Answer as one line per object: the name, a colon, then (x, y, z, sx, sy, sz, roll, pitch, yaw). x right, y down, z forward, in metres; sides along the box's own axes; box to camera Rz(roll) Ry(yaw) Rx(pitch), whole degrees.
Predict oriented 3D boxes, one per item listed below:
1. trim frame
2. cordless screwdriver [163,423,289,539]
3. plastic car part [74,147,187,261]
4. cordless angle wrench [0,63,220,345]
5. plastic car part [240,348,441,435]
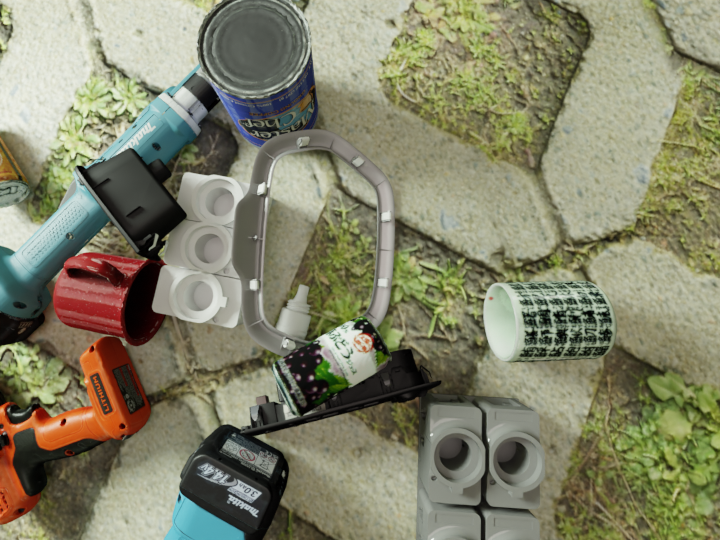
trim frame: (-0.044, -0.028, 0.445, 0.178, 0.028, 0.249, 6, 86, -20)
cordless screwdriver: (-0.150, 0.297, 0.416, 0.161, 0.074, 0.248, 31, 92, 4)
plastic car part: (-0.214, -0.075, 0.412, 0.070, 0.066, 0.117, -36, 87, -11)
cordless angle wrench: (-0.278, -0.100, 0.472, 0.099, 0.074, 0.422, 41, 84, 3)
plastic car part: (-0.021, 0.125, 0.443, 0.203, 0.064, 0.069, -11, 60, 2)
